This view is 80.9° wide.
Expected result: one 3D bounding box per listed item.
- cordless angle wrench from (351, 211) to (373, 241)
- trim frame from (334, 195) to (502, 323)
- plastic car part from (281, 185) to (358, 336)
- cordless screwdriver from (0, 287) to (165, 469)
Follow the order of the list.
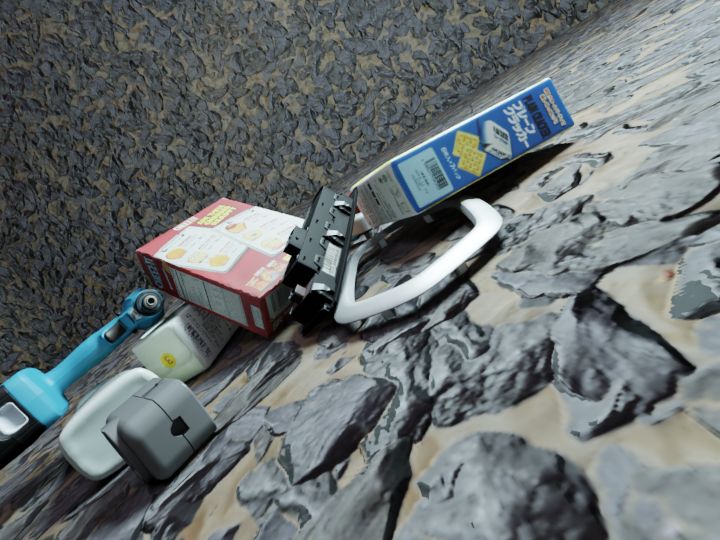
[{"bbox_3d":[-0.149,-0.028,0.757,0.438,0.096,0.073,-17,16,40],"label":"cordless angle wrench"},{"bbox_3d":[0.044,-0.017,0.428,0.186,0.027,0.252,-30,17,11],"label":"trim frame"},{"bbox_3d":[-0.046,-0.030,0.466,0.206,0.066,0.066,-74,11,-47],"label":"plastic car part"},{"bbox_3d":[-0.344,0.113,0.513,0.246,0.073,0.164,-48,15,-30],"label":"cordless screwdriver"}]
